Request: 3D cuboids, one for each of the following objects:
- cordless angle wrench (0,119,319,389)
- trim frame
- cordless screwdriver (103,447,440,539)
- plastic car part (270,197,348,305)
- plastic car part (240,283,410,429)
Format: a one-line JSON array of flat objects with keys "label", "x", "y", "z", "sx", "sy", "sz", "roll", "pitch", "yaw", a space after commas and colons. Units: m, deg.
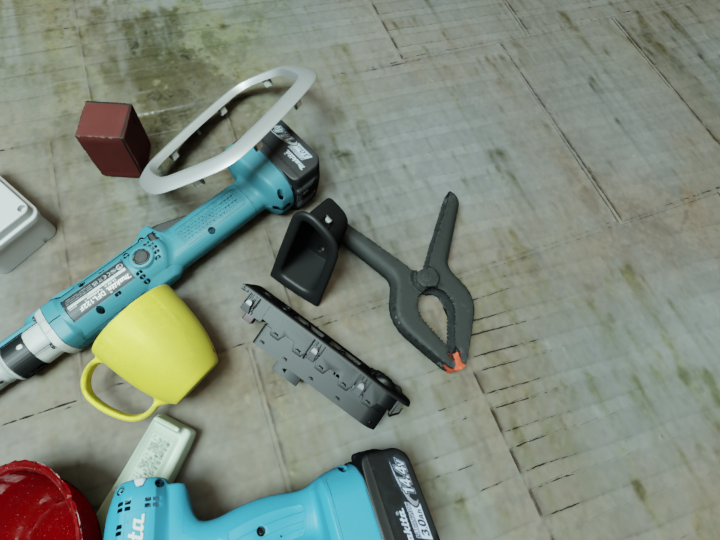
[{"label": "cordless angle wrench", "x": -0.224, "y": -0.008, "z": 0.450, "sx": 0.419, "sy": 0.073, "sz": 0.100, "roll": -41, "pitch": 78, "yaw": -16}, {"label": "trim frame", "x": -0.151, "y": -0.168, "z": 0.488, "sx": 0.194, "sy": 0.026, "sz": 0.249, "roll": 8, "pitch": 56, "yaw": 36}, {"label": "cordless screwdriver", "x": -0.064, "y": 0.232, "z": 0.320, "sx": 0.243, "sy": 0.073, "sz": 0.166, "roll": -3, "pitch": 51, "yaw": -16}, {"label": "plastic car part", "x": -0.045, "y": -0.029, "z": 0.456, "sx": 0.067, "sy": 0.116, "sz": 0.070, "roll": 33, "pitch": 44, "yaw": 5}, {"label": "plastic car part", "x": -0.043, "y": 0.090, "z": 0.426, "sx": 0.206, "sy": 0.065, "sz": 0.067, "roll": 31, "pitch": 78, "yaw": 8}]
